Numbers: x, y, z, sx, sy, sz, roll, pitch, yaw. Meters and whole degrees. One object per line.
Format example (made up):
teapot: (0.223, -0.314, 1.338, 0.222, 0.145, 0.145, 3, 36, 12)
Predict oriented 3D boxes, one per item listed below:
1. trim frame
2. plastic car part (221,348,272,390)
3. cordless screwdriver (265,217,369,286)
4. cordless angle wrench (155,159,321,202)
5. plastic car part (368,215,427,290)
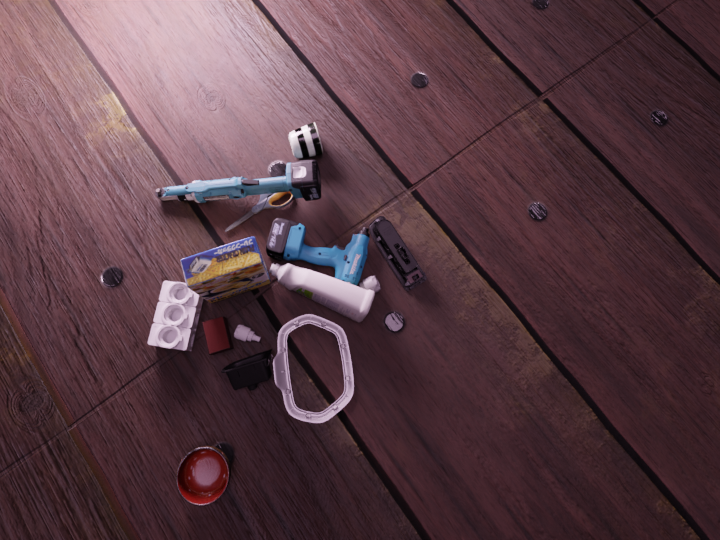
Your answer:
trim frame: (-0.112, 0.228, 0.998, 0.183, 0.027, 0.252, -7, 77, -3)
plastic car part: (-0.252, 0.237, 0.973, 0.117, 0.066, 0.071, -22, 93, 5)
cordless screwdriver: (-0.103, -0.068, 1.056, 0.248, 0.074, 0.160, 19, 75, -2)
cordless angle wrench: (-0.313, -0.210, 1.072, 0.427, 0.095, 0.076, -4, 74, 6)
plastic car part: (0.090, -0.051, 1.066, 0.066, 0.065, 0.208, -32, 76, -4)
